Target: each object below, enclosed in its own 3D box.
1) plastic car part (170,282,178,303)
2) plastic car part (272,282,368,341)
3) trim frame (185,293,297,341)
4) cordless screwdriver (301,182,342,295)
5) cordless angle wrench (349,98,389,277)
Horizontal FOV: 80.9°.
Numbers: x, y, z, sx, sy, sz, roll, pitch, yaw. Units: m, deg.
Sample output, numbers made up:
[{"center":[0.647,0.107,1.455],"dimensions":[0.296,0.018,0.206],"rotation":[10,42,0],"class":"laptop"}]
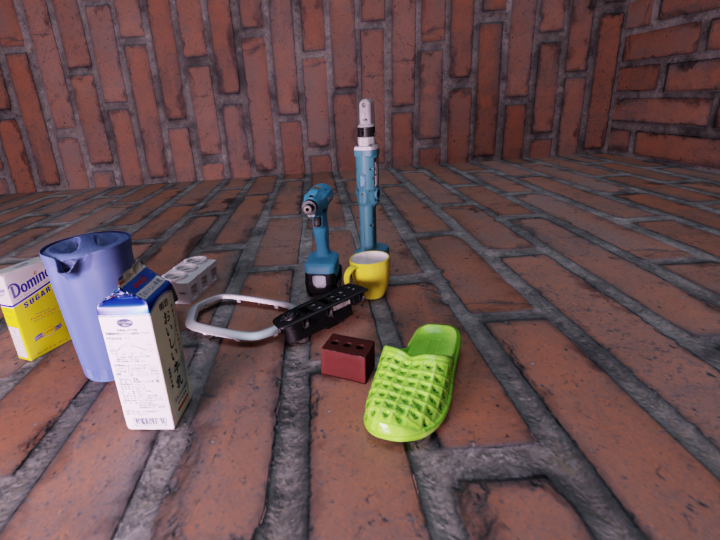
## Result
[{"center":[-0.416,0.079,0.890],"dimensions":[0.064,0.069,0.123],"rotation":[-15,24,-28],"class":"plastic car part"},{"center":[-0.079,0.084,0.825],"dimensions":[0.196,0.065,0.070],"rotation":[-19,26,-32],"class":"plastic car part"},{"center":[-0.246,0.093,0.883],"dimensions":[0.257,0.027,0.182],"rotation":[4,24,19],"class":"trim frame"},{"center":[-0.092,-0.060,0.943],"dimensions":[0.076,0.243,0.160],"rotation":[1,21,8],"class":"cordless screwdriver"},{"center":[0.019,-0.180,0.991],"dimensions":[0.078,0.414,0.096],"rotation":[9,22,28],"class":"cordless angle wrench"}]
